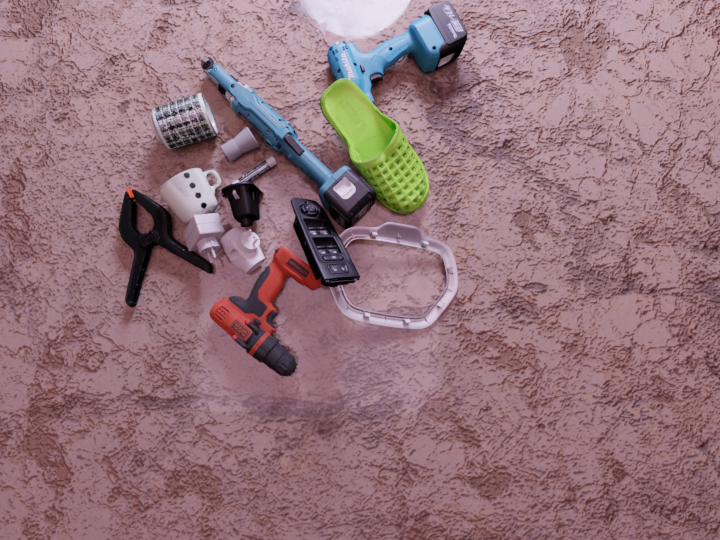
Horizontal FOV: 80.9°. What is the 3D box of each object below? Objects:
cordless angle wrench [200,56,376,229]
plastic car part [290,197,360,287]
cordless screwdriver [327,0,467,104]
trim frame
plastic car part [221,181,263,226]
[{"bbox_3d":[-0.149,-0.250,0.781,0.074,0.096,0.431,-44,81,-6],"label":"cordless angle wrench"},{"bbox_3d":[-0.071,-0.047,0.729,0.064,0.066,0.212,-8,53,-24],"label":"plastic car part"},{"bbox_3d":[0.076,-0.390,0.802,0.249,0.073,0.161,-22,85,1],"label":"cordless screwdriver"},{"bbox_3d":[0.059,0.008,0.756,0.246,0.028,0.184,10,86,-5],"label":"trim frame"},{"bbox_3d":[-0.205,-0.111,0.745,0.066,0.117,0.071,-11,94,-5],"label":"plastic car part"}]
